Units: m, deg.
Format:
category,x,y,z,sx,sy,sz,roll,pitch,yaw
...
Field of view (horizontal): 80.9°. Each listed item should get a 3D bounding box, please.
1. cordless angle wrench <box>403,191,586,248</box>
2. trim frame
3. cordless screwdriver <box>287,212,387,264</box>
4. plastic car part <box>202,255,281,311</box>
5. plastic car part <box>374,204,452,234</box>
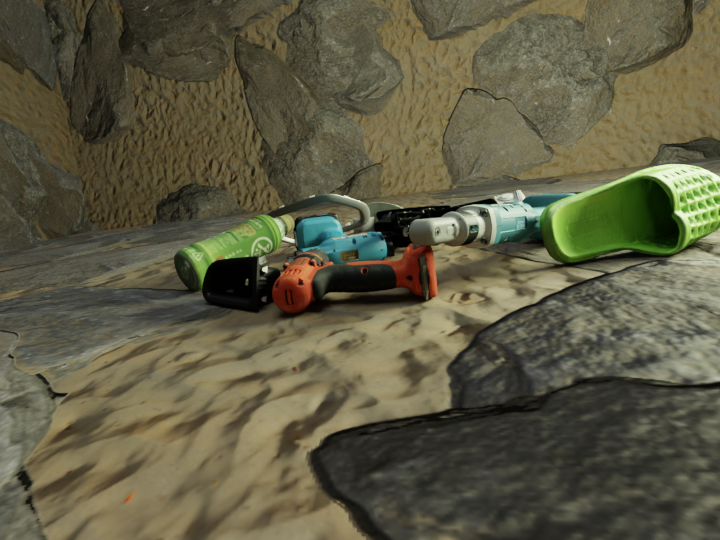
category,x,y,z,sx,sy,sz,roll,pitch,yaw
cordless angle wrench,0.205,-0.066,0.571,0.405,0.074,0.103,-11,11,-44
trim frame,-0.100,-0.109,0.933,0.255,0.028,0.174,-16,-28,24
cordless screwdriver,-0.075,-0.049,0.763,0.156,0.073,0.259,-11,16,-18
plastic car part,-0.149,0.016,0.559,0.122,0.066,0.067,-1,-3,42
plastic car part,0.106,-0.095,0.910,0.214,0.064,0.066,9,45,49
